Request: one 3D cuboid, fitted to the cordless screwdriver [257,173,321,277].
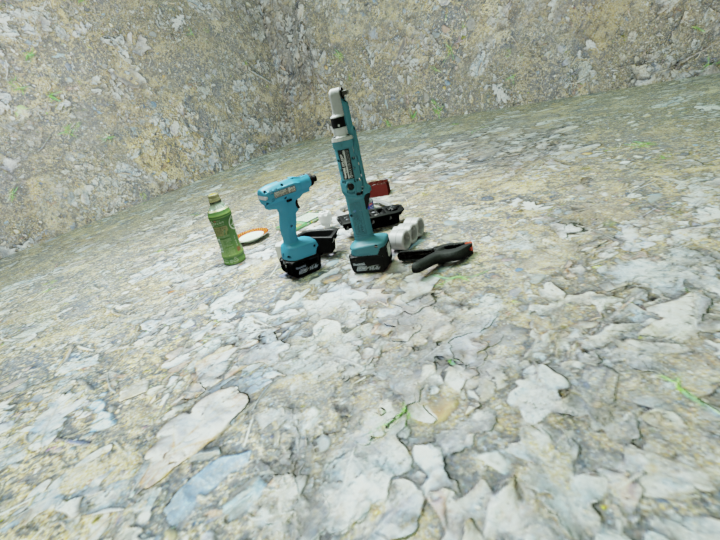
[{"bbox_3d":[-0.157,-0.118,1.081,0.155,0.242,0.078,-25,24,-27],"label":"cordless screwdriver"}]

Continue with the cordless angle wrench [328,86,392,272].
[{"bbox_3d":[-0.013,-0.198,0.966,0.101,0.411,0.074,-5,22,21],"label":"cordless angle wrench"}]

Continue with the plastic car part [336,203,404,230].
[{"bbox_3d":[0.037,-0.150,1.258,0.201,0.065,0.069,-18,23,-7],"label":"plastic car part"}]

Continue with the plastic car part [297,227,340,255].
[{"bbox_3d":[-0.115,-0.075,1.177,0.121,0.069,0.065,-3,24,24],"label":"plastic car part"}]

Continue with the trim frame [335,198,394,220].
[{"bbox_3d":[0.008,-0.203,1.436,0.181,0.027,0.260,-21,25,-14],"label":"trim frame"}]
